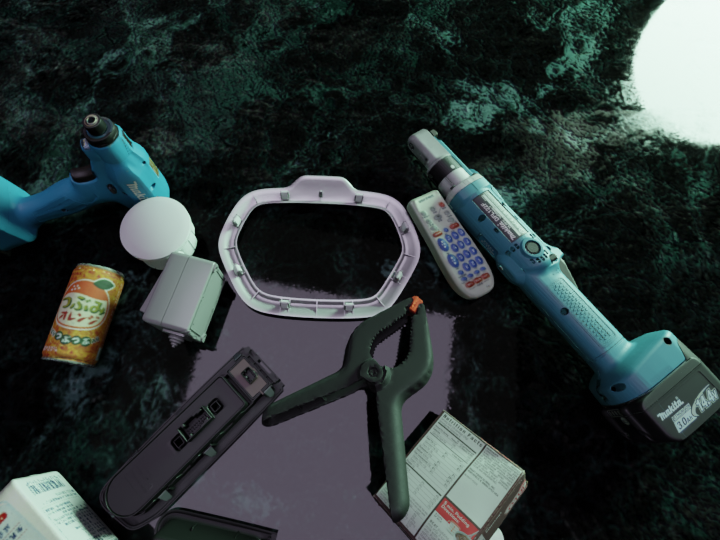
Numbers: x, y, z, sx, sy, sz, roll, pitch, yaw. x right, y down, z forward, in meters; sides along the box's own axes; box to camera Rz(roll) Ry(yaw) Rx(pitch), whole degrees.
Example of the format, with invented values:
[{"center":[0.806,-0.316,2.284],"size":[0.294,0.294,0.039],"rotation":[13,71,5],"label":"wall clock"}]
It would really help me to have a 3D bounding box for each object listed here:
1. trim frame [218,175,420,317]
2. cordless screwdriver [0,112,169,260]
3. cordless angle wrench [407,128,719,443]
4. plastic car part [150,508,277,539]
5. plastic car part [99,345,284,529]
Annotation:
[{"center":[-0.051,-0.033,0.520],"size":[0.249,0.027,0.188],"rotation":[2,67,2],"label":"trim frame"},{"center":[-0.358,-0.091,0.472],"size":[0.247,0.156,0.076],"rotation":[-17,72,-6],"label":"cordless screwdriver"},{"center":[0.192,-0.016,0.493],"size":[0.097,0.072,0.438],"rotation":[-31,69,-13],"label":"cordless angle wrench"},{"center":[-0.140,0.261,0.375],"size":[0.117,0.070,0.067],"rotation":[14,68,1],"label":"plastic car part"},{"center":[-0.170,0.168,0.421],"size":[0.067,0.066,0.202],"rotation":[44,76,5],"label":"plastic car part"}]
